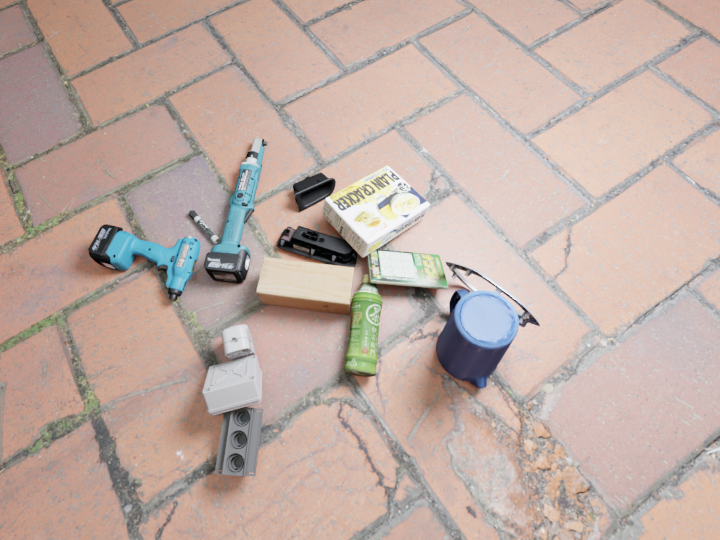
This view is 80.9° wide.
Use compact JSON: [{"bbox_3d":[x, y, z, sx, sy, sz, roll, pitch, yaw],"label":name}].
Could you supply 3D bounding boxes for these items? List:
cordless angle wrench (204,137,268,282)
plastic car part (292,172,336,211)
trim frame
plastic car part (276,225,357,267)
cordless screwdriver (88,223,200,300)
[{"bbox_3d":[-0.305,-0.177,1.094,0.099,0.072,0.431,4,64,3],"label":"cordless angle wrench"},{"bbox_3d":[-0.130,-0.218,1.111,0.115,0.063,0.075,-31,56,-15],"label":"plastic car part"},{"bbox_3d":[0.263,0.048,0.871,0.181,0.254,0.027,40,87,-12],"label":"trim frame"},{"bbox_3d":[-0.101,-0.066,1.035,0.206,0.065,0.067,20,49,7],"label":"plastic car part"},{"bbox_3d":[-0.529,-0.021,1.032,0.250,0.073,0.162,9,66,3],"label":"cordless screwdriver"}]
